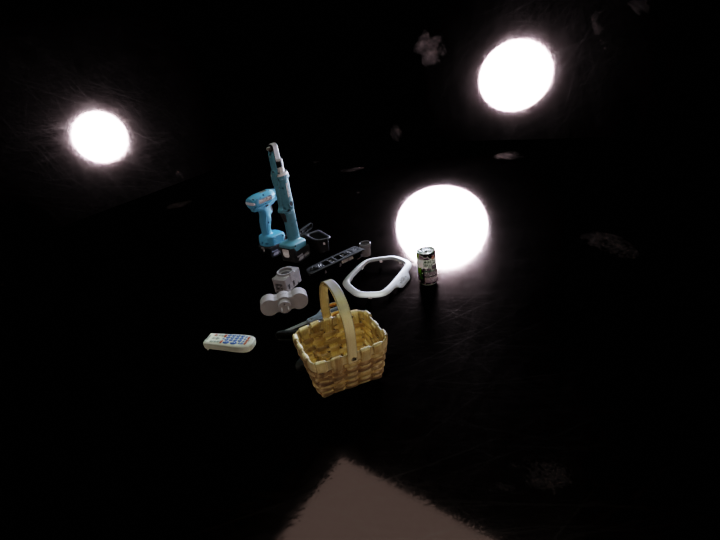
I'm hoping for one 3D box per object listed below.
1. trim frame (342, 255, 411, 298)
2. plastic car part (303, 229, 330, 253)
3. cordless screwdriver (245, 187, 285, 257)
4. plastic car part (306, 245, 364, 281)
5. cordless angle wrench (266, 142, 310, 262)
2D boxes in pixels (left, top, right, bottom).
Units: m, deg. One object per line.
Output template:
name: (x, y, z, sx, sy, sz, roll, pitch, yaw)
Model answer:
trim frame: (0.055, 0.017, 1.293, 0.193, 0.027, 0.244, 7, 32, 31)
plastic car part: (-0.151, -0.099, 1.545, 0.064, 0.069, 0.123, -21, 28, -23)
cordless screwdriver: (-0.332, -0.182, 1.582, 0.078, 0.241, 0.155, 12, 32, 39)
plastic car part: (-0.082, -0.017, 1.366, 0.198, 0.065, 0.070, -21, 28, -21)
cordless angle wrench: (-0.260, -0.231, 1.463, 0.078, 0.410, 0.096, 10, 30, 35)
